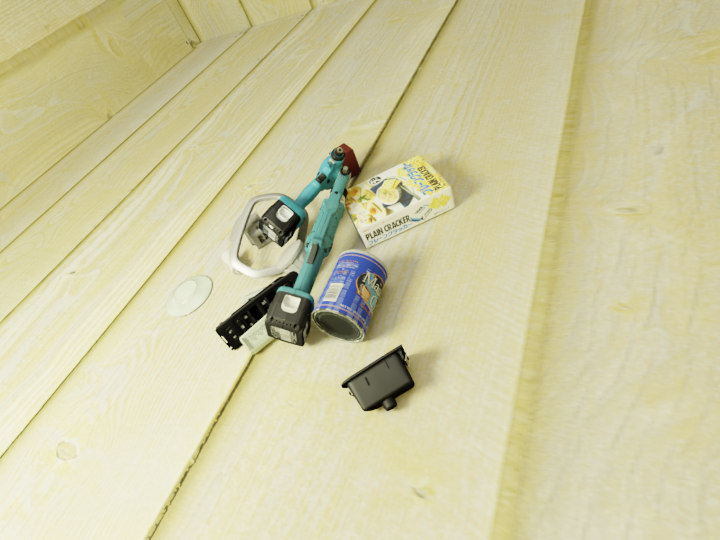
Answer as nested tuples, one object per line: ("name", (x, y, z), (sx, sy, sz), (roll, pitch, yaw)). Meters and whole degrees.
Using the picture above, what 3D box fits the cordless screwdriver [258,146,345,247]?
("cordless screwdriver", (-0.125, -0.176, 0.973), (0.247, 0.074, 0.160), (-51, 2, -23))

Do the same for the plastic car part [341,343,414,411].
("plastic car part", (0.037, 0.180, 0.664), (0.116, 0.063, 0.074), (-34, 56, -2))

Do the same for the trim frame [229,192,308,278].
("trim frame", (-0.223, -0.090, 1.024), (0.185, 0.027, 0.253), (7, 61, 3))

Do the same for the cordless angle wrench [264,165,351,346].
("cordless angle wrench", (-0.086, -0.056, 0.879), (0.075, 0.095, 0.428), (14, 58, 5))

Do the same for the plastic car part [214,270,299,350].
("plastic car part", (-0.207, 0.076, 0.891), (0.202, 0.064, 0.069), (-37, 17, -8))
